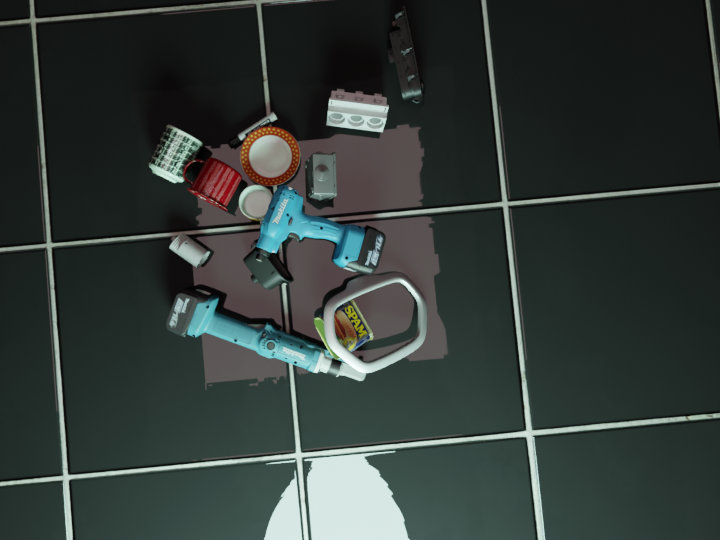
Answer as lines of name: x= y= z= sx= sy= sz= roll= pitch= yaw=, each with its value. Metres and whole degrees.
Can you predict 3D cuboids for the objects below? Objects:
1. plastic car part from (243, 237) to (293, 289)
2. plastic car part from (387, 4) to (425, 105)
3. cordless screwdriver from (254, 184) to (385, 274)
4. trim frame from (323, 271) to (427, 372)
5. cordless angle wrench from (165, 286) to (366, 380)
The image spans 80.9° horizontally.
plastic car part: x=-0.205 y=-0.005 z=0.898 sx=0.072 sy=0.066 sz=0.116 roll=-32 pitch=93 yaw=13
plastic car part: x=0.097 y=-0.452 z=0.908 sx=0.068 sy=0.065 sz=0.203 roll=-16 pitch=89 yaw=7
cordless screwdriver: x=-0.085 y=-0.055 z=0.864 sx=0.244 sy=0.075 sz=0.159 roll=23 pitch=82 yaw=-9
trim frame: x=0.036 y=0.097 z=0.864 sx=0.242 sy=0.028 sz=0.186 roll=-21 pitch=84 yaw=-24
cordless angle wrench: x=-0.187 y=0.149 z=0.886 sx=0.421 sy=0.074 sz=0.098 roll=21 pitch=89 yaw=-2
